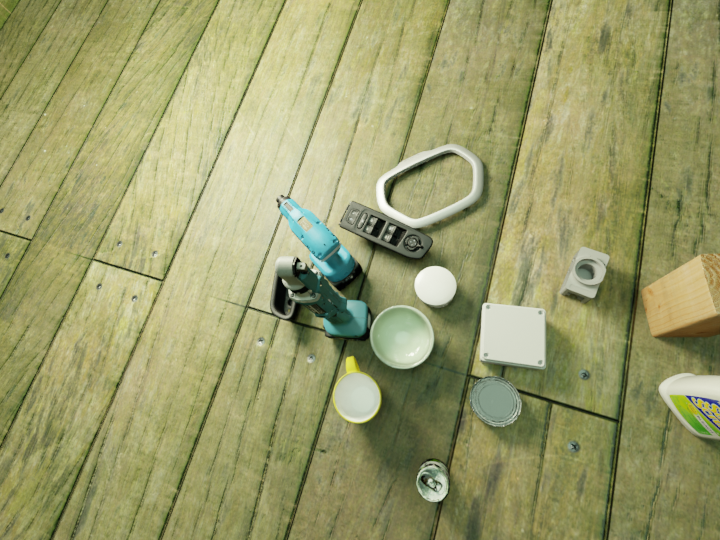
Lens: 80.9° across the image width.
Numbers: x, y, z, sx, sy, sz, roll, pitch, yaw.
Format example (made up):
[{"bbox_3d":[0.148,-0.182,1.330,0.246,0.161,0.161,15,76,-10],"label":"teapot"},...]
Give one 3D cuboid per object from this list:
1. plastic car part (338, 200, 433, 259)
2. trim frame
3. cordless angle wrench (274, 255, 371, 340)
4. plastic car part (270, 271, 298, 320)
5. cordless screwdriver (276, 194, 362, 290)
[{"bbox_3d":[0.056,-0.079,0.924,0.211,0.064,0.066,25,79,22],"label":"plastic car part"},{"bbox_3d":[0.156,-0.195,0.959,0.250,0.026,0.191,-27,66,5],"label":"trim frame"},{"bbox_3d":[-0.060,0.053,0.720,0.100,0.406,0.075,1,73,12],"label":"cordless angle wrench"},{"bbox_3d":[-0.157,0.057,0.932,0.068,0.068,0.118,2,71,14],"label":"plastic car part"},{"bbox_3d":[-0.084,-0.055,0.858,0.074,0.239,0.166,-42,68,-4],"label":"cordless screwdriver"}]
